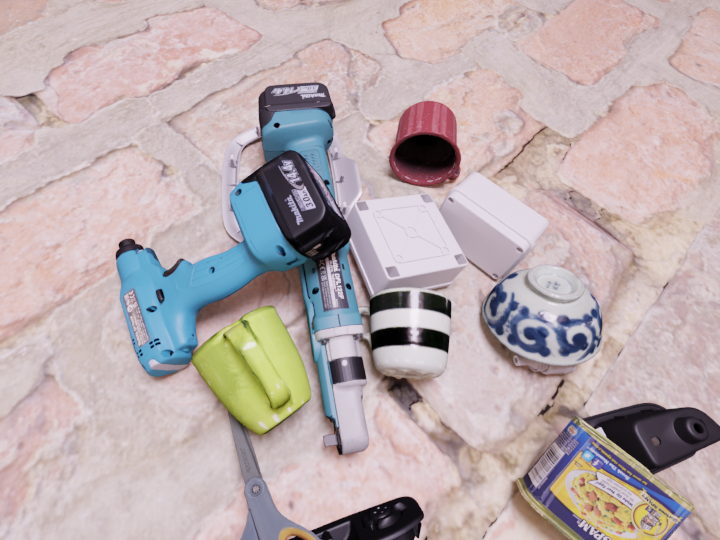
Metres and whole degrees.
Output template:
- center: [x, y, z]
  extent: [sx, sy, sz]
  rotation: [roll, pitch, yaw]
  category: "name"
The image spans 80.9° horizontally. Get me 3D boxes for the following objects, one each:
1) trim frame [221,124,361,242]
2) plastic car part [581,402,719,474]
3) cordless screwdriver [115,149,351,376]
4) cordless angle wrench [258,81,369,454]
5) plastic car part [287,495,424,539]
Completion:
- center: [-0.093, -0.120, 0.568]
  extent: [0.182, 0.027, 0.257]
  rotation: [-3, 58, -8]
  category: "trim frame"
- center: [0.291, 0.160, 0.409]
  extent: [0.115, 0.069, 0.068]
  rotation: [-13, 64, -11]
  category: "plastic car part"
- center: [-0.145, -0.025, 0.429]
  extent: [0.250, 0.071, 0.166]
  rotation: [-36, 66, 9]
  category: "cordless screwdriver"
- center: [-0.046, -0.030, 0.470]
  extent: [0.097, 0.073, 0.436]
  rotation: [-8, 64, -9]
  category: "cordless angle wrench"
- center: [-0.033, 0.244, 0.333]
  extent: [0.199, 0.066, 0.069]
  rotation: [-20, 74, -16]
  category: "plastic car part"
